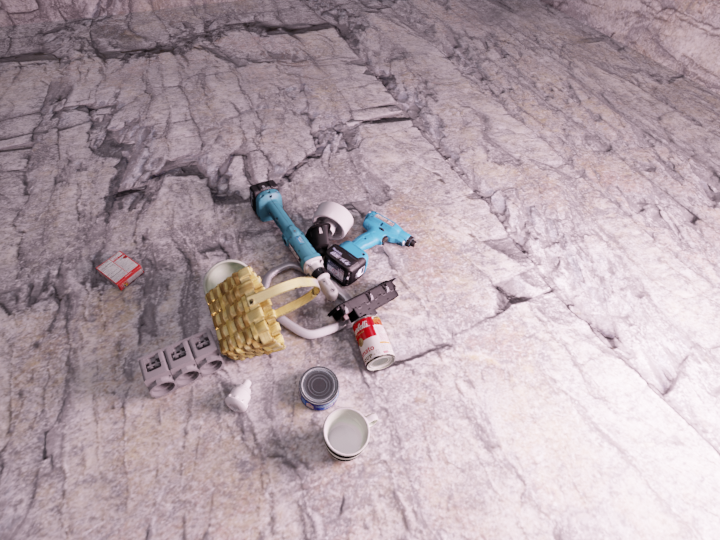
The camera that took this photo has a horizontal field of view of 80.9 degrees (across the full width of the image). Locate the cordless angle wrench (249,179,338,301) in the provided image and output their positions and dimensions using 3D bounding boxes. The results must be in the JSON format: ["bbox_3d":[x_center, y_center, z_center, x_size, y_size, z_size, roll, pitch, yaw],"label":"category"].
[{"bbox_3d":[-0.174,-0.082,1.101,0.072,0.095,0.445,-21,52,-24],"label":"cordless angle wrench"}]

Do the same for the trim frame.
[{"bbox_3d":[-0.136,0.067,1.034,0.259,0.027,0.182,29,56,23],"label":"trim frame"}]

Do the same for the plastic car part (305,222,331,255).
[{"bbox_3d":[-0.108,-0.070,1.102,0.065,0.116,0.072,-5,74,-15],"label":"plastic car part"}]

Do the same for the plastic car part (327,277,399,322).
[{"bbox_3d":[0.022,0.073,0.994,0.197,0.066,0.069,-29,71,-37],"label":"plastic car part"}]

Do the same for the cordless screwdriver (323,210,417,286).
[{"bbox_3d":[0.027,-0.054,1.112,0.166,0.072,0.245,31,52,21],"label":"cordless screwdriver"}]
